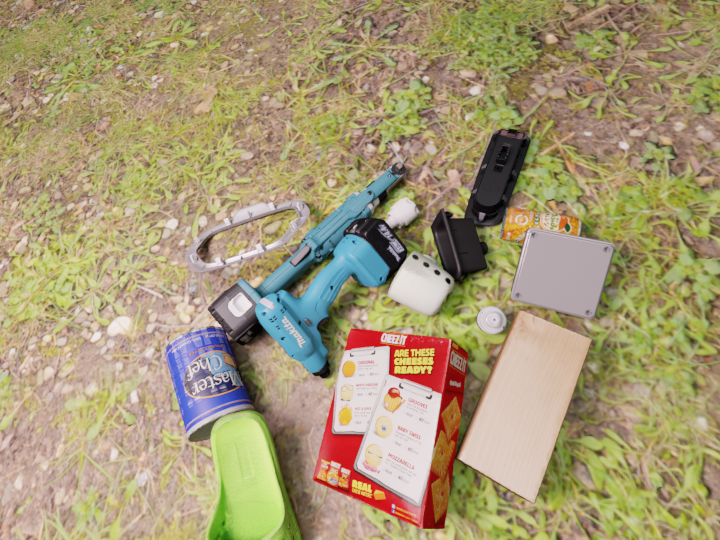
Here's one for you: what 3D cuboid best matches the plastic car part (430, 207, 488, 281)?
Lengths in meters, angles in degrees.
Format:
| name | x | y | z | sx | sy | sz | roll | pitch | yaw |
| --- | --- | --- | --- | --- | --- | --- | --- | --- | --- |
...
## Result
| name | x | y | z | sx | sy | sz | roll | pitch | yaw |
| --- | --- | --- | --- | --- | --- | --- | --- | --- | --- |
| plastic car part | 0.166 | -0.039 | 0.684 | 0.070 | 0.064 | 0.120 | -10 | 66 | -8 |

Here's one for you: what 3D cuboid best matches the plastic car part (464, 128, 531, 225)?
| name | x | y | z | sx | sy | sz | roll | pitch | yaw |
| --- | --- | --- | --- | --- | --- | --- | --- | --- | --- |
| plastic car part | 0.237 | -0.167 | 0.723 | 0.068 | 0.065 | 0.204 | 21 | 75 | 12 |

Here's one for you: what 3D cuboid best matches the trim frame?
| name | x | y | z | sx | sy | sz | roll | pitch | yaw |
| --- | --- | --- | --- | --- | --- | --- | --- | --- | --- |
| trim frame | -0.210 | -0.070 | 0.771 | 0.252 | 0.026 | 0.190 | -19 | 34 | 10 |

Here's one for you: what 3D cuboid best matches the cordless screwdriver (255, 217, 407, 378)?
| name | x | y | z | sx | sy | sz | roll | pitch | yaw |
| --- | --- | --- | --- | --- | --- | --- | --- | --- | --- |
| cordless screwdriver | -0.029 | 0.040 | 0.669 | 0.247 | 0.154 | 0.077 | -43 | 21 | -17 |

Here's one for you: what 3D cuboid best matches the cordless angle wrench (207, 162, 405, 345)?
| name | x | y | z | sx | sy | sz | roll | pitch | yaw |
| --- | --- | --- | --- | --- | --- | --- | --- | --- | --- |
| cordless angle wrench | -0.072 | -0.047 | 0.733 | 0.420 | 0.096 | 0.076 | -44 | 80 | -13 |
